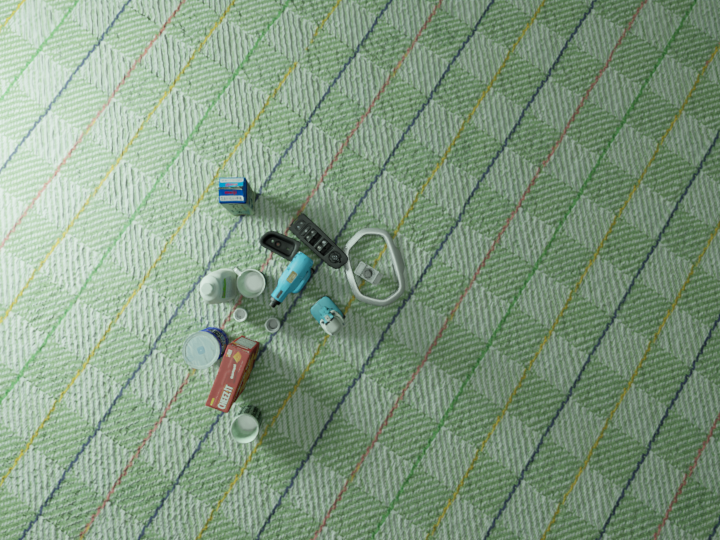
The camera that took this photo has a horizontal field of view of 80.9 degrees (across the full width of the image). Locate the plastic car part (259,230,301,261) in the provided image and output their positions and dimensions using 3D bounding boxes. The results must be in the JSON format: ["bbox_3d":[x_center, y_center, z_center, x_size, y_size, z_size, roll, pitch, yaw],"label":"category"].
[{"bbox_3d":[-0.246,-0.078,1.289,0.117,0.071,0.066,25,85,0],"label":"plastic car part"}]

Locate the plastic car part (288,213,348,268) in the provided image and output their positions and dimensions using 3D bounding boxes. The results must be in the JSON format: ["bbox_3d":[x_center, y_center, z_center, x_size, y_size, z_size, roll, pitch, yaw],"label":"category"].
[{"bbox_3d":[-0.126,-0.083,1.293,0.204,0.067,0.066,43,85,2],"label":"plastic car part"}]

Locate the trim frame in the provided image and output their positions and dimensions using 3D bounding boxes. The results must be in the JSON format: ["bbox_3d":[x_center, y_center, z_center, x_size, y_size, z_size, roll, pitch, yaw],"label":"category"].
[{"bbox_3d":[0.045,-0.011,1.310,0.183,0.027,0.250,-17,85,-3],"label":"trim frame"}]

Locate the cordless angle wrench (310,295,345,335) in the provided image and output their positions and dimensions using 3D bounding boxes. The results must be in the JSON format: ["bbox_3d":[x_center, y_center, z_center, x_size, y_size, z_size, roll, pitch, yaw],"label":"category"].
[{"bbox_3d":[-0.079,0.125,1.096,0.074,0.424,0.098,-41,93,-6],"label":"cordless angle wrench"}]

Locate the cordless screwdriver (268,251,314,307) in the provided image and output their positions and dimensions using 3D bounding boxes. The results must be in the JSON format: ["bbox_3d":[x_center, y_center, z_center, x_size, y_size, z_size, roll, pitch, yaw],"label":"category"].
[{"bbox_3d":[-0.196,0.031,1.190,0.074,0.249,0.159,36,85,-4],"label":"cordless screwdriver"}]
